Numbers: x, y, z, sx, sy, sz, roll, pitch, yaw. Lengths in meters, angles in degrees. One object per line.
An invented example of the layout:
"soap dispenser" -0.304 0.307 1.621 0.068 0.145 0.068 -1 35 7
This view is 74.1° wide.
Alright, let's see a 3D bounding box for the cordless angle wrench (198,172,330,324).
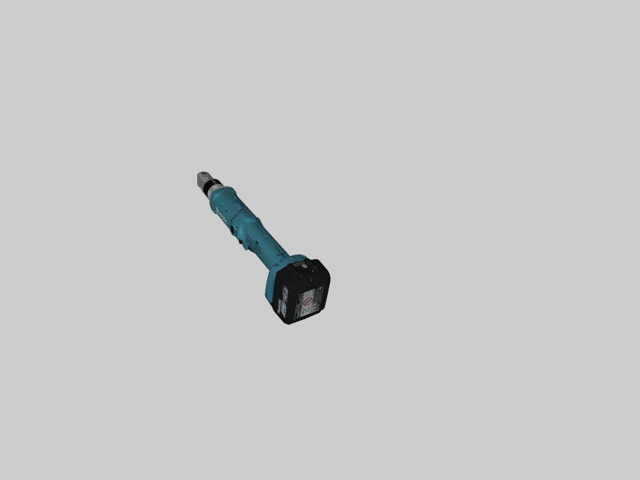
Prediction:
"cordless angle wrench" -0.135 -0.022 0.772 0.074 0.098 0.422 -16 43 -32
